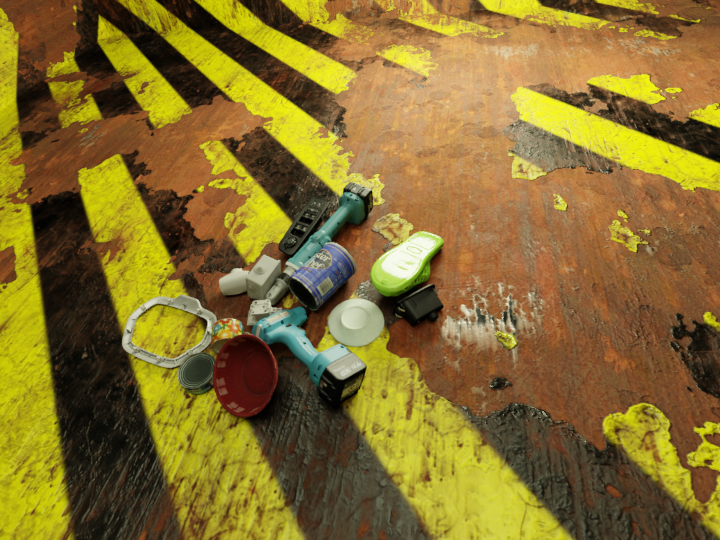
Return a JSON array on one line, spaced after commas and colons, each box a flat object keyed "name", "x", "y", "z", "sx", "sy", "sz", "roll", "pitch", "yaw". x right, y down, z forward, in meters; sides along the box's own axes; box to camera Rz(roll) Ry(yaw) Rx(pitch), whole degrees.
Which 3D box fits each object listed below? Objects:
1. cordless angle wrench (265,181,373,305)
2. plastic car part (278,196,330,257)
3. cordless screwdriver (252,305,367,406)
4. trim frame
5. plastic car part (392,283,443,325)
[{"name": "cordless angle wrench", "x": -0.109, "y": -0.072, "z": 1.118, "sx": 0.078, "sy": 0.094, "sz": 0.420, "roll": 26, "pitch": 60, "yaw": 23}, {"name": "plastic car part", "x": -0.158, "y": -0.114, "z": 1.175, "sx": 0.069, "sy": 0.065, "sz": 0.203, "roll": 22, "pitch": 59, "yaw": 17}, {"name": "cordless screwdriver", "x": -0.096, "y": 0.162, "z": 0.903, "sx": 0.262, "sy": 0.073, "sz": 0.154, "roll": 31, "pitch": 33, "yaw": 30}, {"name": "trim frame", "x": -0.469, "y": 0.139, "z": 1.032, "sx": 0.258, "sy": 0.026, "sz": 0.184, "roll": 12, "pitch": 51, "yaw": 22}, {"name": "plastic car part", "x": 0.141, "y": 0.084, "z": 0.954, "sx": 0.114, "sy": 0.064, "sz": 0.074, "roll": -24, "pitch": 64, "yaw": -16}]
